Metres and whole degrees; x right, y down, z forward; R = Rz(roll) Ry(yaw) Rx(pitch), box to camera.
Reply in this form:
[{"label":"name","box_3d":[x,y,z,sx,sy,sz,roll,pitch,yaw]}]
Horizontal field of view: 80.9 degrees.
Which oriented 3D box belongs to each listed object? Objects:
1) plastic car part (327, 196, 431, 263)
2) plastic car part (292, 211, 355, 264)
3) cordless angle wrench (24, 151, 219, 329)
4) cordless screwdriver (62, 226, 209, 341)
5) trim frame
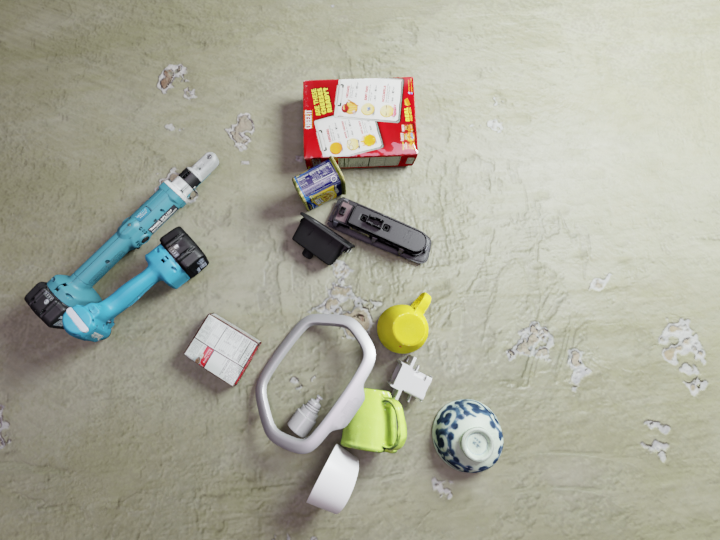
[{"label":"plastic car part","box_3d":[0.042,-0.080,0.795,0.204,0.066,0.066,25,74,3]},{"label":"plastic car part","box_3d":[-0.078,-0.051,0.796,0.119,0.065,0.071,31,96,9]},{"label":"cordless angle wrench","box_3d":[-0.423,-0.073,0.797,0.076,0.096,0.421,40,80,8]},{"label":"cordless screwdriver","box_3d":[-0.395,0.035,0.764,0.246,0.160,0.075,-42,89,-22]},{"label":"trim frame","box_3d":[-0.081,0.187,0.732,0.194,0.026,0.248,31,79,32]}]
